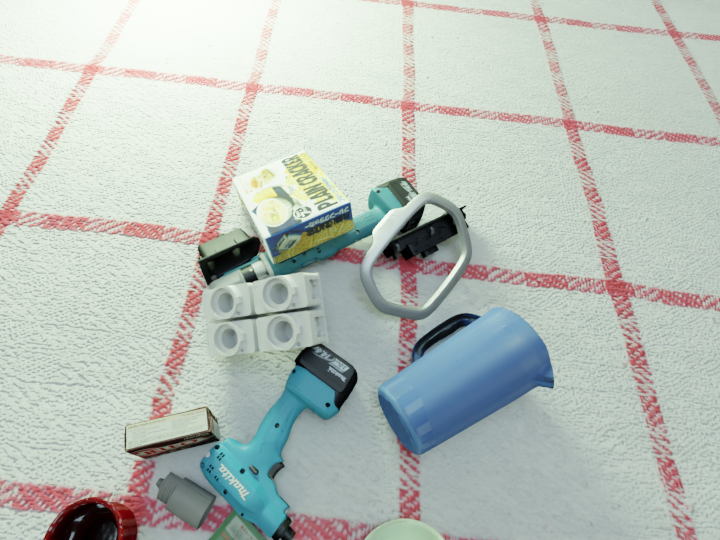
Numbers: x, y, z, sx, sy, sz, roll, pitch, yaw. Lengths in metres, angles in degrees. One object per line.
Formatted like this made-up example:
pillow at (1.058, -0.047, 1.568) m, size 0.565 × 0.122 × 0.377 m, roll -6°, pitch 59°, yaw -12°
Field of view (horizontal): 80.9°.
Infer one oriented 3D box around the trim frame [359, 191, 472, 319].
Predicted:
trim frame at (0.103, -0.027, 0.759) m, size 0.180 × 0.028 × 0.247 m, roll 43°, pitch 77°, yaw -12°

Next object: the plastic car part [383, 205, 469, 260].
plastic car part at (0.134, -0.068, 0.813) m, size 0.199 × 0.066 × 0.069 m, roll -31°, pitch 78°, yaw -19°

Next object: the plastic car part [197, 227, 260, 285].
plastic car part at (-0.250, -0.038, 0.777) m, size 0.114 × 0.064 × 0.075 m, roll -32°, pitch 55°, yaw -24°

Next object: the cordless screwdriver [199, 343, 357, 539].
cordless screwdriver at (-0.093, 0.240, 0.617) m, size 0.164 × 0.072 × 0.247 m, roll 36°, pitch 68°, yaw 15°

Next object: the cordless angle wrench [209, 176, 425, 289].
cordless angle wrench at (-0.077, -0.050, 0.787) m, size 0.417 × 0.072 × 0.102 m, roll -26°, pitch 66°, yaw -15°
